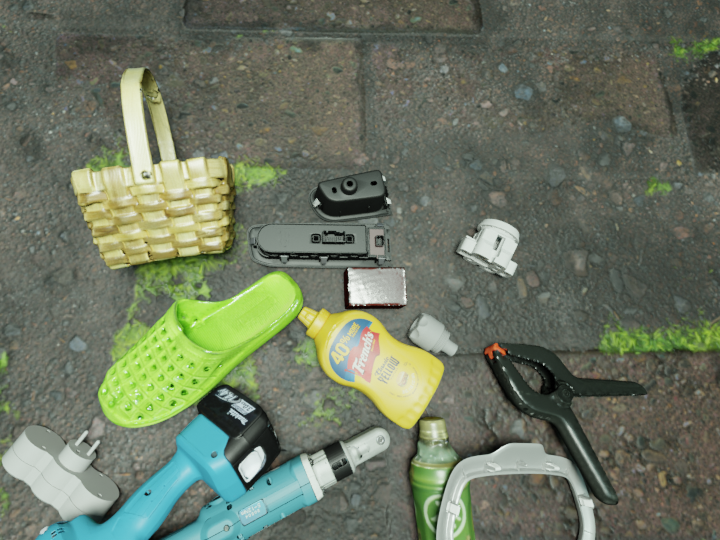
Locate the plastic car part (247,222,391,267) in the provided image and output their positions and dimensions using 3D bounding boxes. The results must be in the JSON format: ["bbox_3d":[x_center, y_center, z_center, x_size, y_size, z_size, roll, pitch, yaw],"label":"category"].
[{"bbox_3d":[-0.057,-0.037,0.579,0.203,0.067,0.067,0,85,0],"label":"plastic car part"}]

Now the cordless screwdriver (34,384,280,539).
[{"bbox_3d":[-0.187,0.243,0.424,0.168,0.071,0.244,19,46,41],"label":"cordless screwdriver"}]

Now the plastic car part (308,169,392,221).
[{"bbox_3d":[-0.012,-0.109,0.591,0.115,0.070,0.067,-10,78,-9],"label":"plastic car part"}]

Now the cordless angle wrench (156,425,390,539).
[{"bbox_3d":[-0.153,0.286,0.482,0.418,0.097,0.076,-24,79,-11],"label":"cordless angle wrench"}]

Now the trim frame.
[{"bbox_3d":[0.188,0.296,0.483,0.240,0.028,0.187,11,71,-21],"label":"trim frame"}]
